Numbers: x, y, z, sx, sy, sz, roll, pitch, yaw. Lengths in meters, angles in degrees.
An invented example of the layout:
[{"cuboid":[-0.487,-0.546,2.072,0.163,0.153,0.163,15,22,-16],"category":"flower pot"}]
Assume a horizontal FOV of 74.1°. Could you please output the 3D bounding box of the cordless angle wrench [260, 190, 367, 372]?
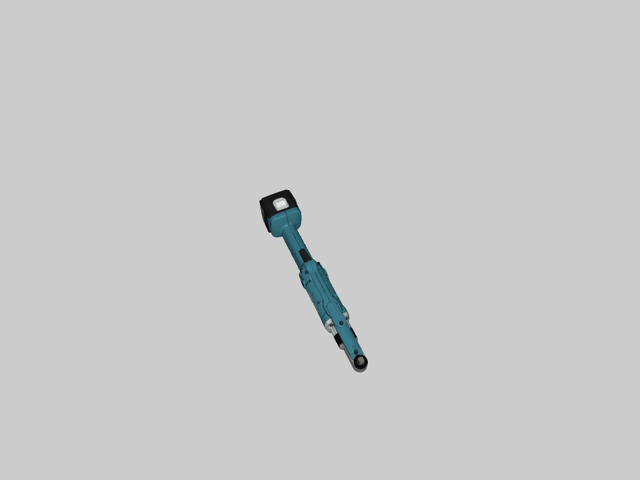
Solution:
[{"cuboid":[-0.013,0.077,0.870,0.074,0.422,0.098,-22,-30,-14],"category":"cordless angle wrench"}]
